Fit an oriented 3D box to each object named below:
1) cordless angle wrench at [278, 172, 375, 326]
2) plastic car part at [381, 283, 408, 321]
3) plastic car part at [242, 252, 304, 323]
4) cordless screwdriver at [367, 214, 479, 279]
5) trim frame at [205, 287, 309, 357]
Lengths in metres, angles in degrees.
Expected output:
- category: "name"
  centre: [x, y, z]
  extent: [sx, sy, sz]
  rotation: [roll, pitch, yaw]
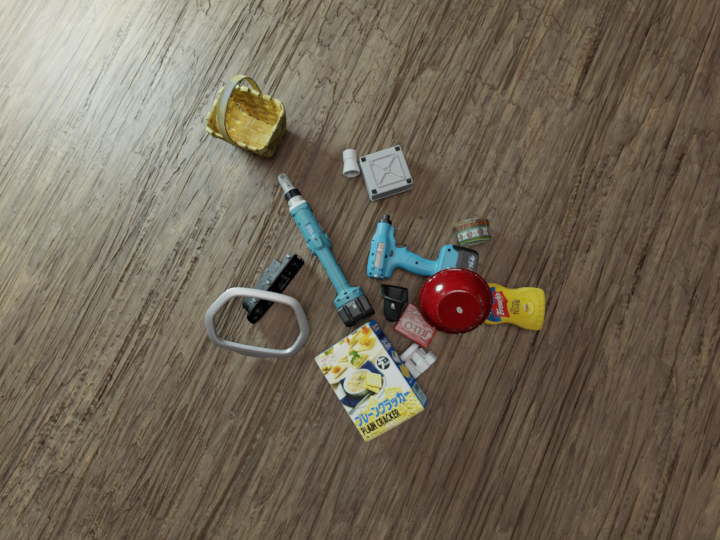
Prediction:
- category: "cordless angle wrench"
  centre: [-0.101, -0.066, 1.037]
  extent: [0.074, 0.095, 0.434]
  rotation: [-30, 75, 1]
- category: "plastic car part"
  centre: [0.076, 0.081, 0.983]
  extent: [0.067, 0.117, 0.070]
  rotation: [8, 106, 4]
- category: "plastic car part"
  centre: [-0.225, 0.037, 1.043]
  extent: [0.069, 0.064, 0.203]
  rotation: [31, 84, 18]
- category: "cordless screwdriver"
  centre: [0.148, -0.043, 1.012]
  extent: [0.254, 0.072, 0.160]
  rotation: [9, 82, 11]
- category: "trim frame"
  centre: [-0.243, 0.130, 1.003]
  extent: [0.244, 0.028, 0.182]
  rotation: [10, 107, -9]
